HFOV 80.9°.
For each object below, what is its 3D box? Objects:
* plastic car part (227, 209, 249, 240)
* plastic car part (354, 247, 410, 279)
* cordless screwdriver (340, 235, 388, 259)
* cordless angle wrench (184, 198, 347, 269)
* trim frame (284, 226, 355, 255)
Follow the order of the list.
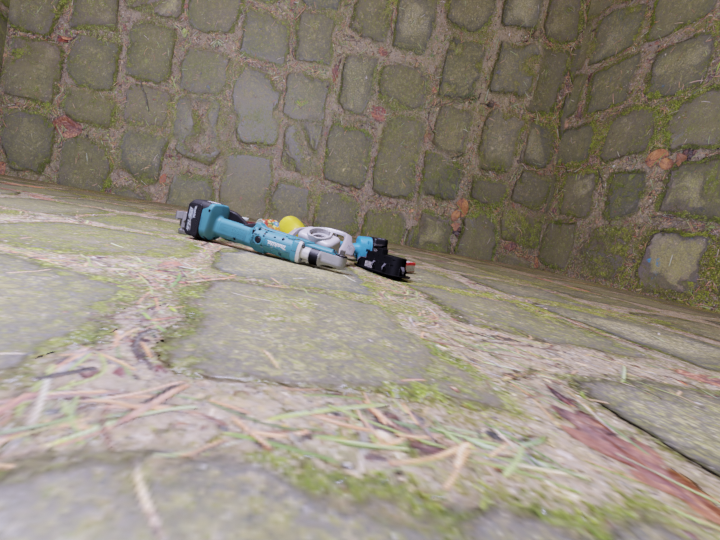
[{"bbox_3d":[-0.359,-0.118,1.172,0.063,0.070,0.123,7,22,-41],"label":"plastic car part"},{"bbox_3d":[0.058,-0.018,1.025,0.064,0.067,0.212,16,6,-25],"label":"plastic car part"},{"bbox_3d":[-0.053,-0.072,1.265,0.244,0.074,0.163,5,7,-11],"label":"cordless screwdriver"},{"bbox_3d":[-0.222,-0.073,0.974,0.441,0.097,0.071,18,7,24],"label":"cordless angle wrench"},{"bbox_3d":[-0.107,-0.070,1.092,0.187,0.027,0.249,8,21,6],"label":"trim frame"}]
